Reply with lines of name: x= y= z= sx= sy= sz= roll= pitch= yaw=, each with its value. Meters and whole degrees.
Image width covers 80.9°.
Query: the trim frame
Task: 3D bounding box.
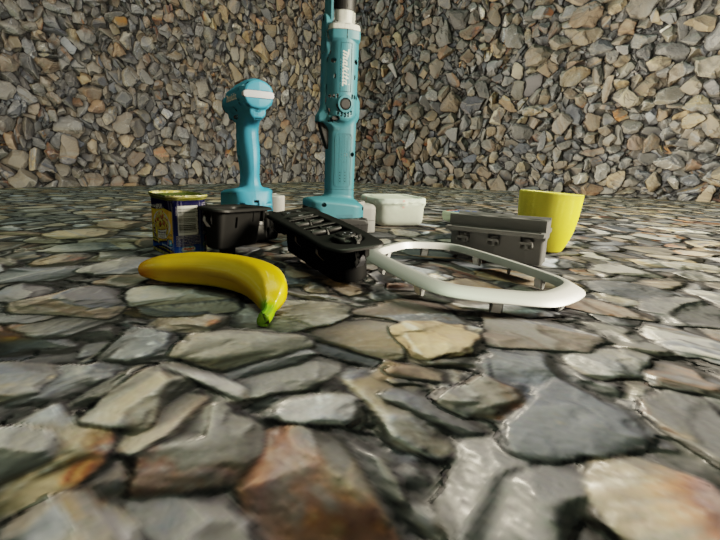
trim frame: x=0.111 y=0.000 z=0.468 sx=0.178 sy=0.027 sz=0.260 roll=-5 pitch=15 yaw=-24

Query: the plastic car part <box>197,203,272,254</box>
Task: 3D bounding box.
plastic car part: x=-0.177 y=-0.056 z=0.578 sx=0.068 sy=0.070 sz=0.114 roll=6 pitch=14 yaw=17

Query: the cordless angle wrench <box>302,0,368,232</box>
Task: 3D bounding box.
cordless angle wrench: x=-0.034 y=-0.247 z=0.639 sx=0.095 sy=0.418 sz=0.077 roll=-2 pitch=11 yaw=-19

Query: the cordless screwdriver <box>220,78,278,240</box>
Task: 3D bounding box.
cordless screwdriver: x=-0.193 y=-0.175 z=0.694 sx=0.071 sy=0.246 sz=0.167 roll=-5 pitch=13 yaw=-31

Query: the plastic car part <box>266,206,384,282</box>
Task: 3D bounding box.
plastic car part: x=-0.049 y=-0.032 z=0.502 sx=0.064 sy=0.066 sz=0.213 roll=-5 pitch=15 yaw=-30
